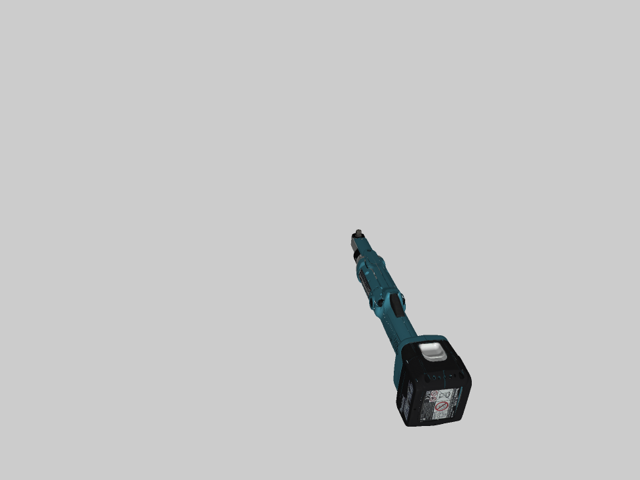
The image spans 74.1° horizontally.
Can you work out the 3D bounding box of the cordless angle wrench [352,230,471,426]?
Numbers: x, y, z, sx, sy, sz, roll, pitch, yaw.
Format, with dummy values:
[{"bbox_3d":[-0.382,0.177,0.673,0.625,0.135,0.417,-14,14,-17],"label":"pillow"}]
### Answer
[{"bbox_3d":[0.109,0.100,0.695,0.074,0.098,0.421,-3,29,-10],"label":"cordless angle wrench"}]
